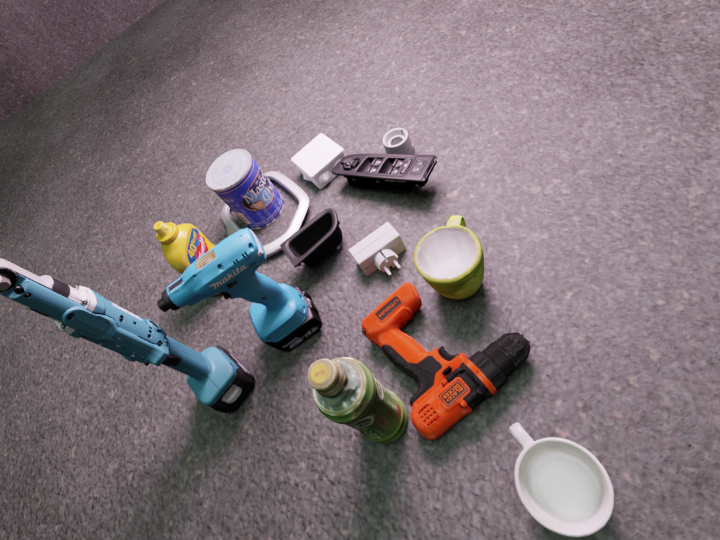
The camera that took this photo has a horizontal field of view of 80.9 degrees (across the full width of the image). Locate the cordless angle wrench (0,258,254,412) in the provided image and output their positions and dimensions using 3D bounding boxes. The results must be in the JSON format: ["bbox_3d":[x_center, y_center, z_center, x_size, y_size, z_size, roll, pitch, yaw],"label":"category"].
[{"bbox_3d":[-0.293,0.095,0.567,0.103,0.401,0.074,31,76,35],"label":"cordless angle wrench"}]

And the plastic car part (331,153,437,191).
[{"bbox_3d":[0.042,-0.183,0.791,0.213,0.063,0.066,15,68,32],"label":"plastic car part"}]

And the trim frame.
[{"bbox_3d":[-0.209,-0.125,0.902,0.184,0.026,0.263,-45,52,-5],"label":"trim frame"}]

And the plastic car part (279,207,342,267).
[{"bbox_3d":[-0.075,-0.049,0.762,0.116,0.067,0.069,-38,52,0],"label":"plastic car part"}]

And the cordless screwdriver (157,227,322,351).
[{"bbox_3d":[-0.170,0.051,0.640,0.159,0.236,0.078,-34,53,2],"label":"cordless screwdriver"}]
